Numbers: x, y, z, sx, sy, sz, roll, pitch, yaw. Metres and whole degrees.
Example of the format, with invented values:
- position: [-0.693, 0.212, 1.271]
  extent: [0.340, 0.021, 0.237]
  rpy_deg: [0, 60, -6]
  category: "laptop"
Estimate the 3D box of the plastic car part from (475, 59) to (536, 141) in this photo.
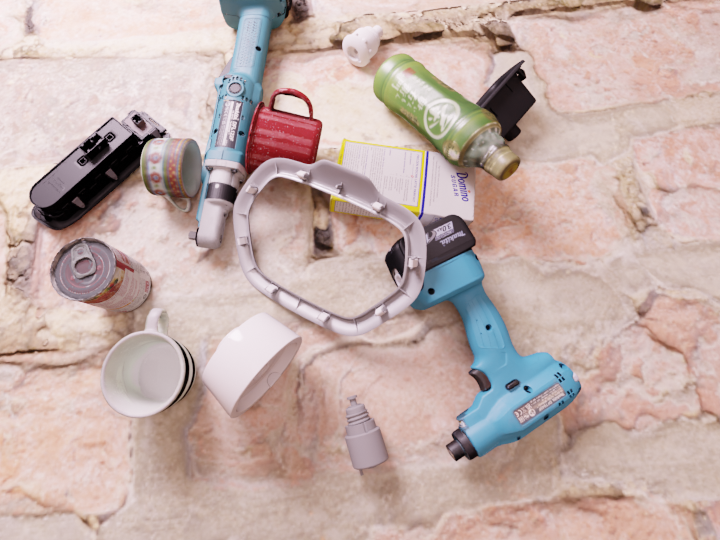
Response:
- position: [0.189, -0.211, 0.573]
  extent: [0.070, 0.067, 0.116]
  rpy_deg: [39, 80, -7]
  category: "plastic car part"

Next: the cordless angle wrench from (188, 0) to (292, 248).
- position: [-0.167, -0.234, 0.576]
  extent: [0.098, 0.073, 0.428]
  rpy_deg: [6, 76, 0]
  category: "cordless angle wrench"

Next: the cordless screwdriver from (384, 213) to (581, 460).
- position: [0.110, 0.072, 0.480]
  extent: [0.158, 0.073, 0.253]
  rpy_deg: [-30, 80, -8]
  category: "cordless screwdriver"

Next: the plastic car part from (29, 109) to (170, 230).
- position: [-0.348, -0.136, 0.553]
  extent: [0.067, 0.067, 0.202]
  rpy_deg: [40, 80, 1]
  category: "plastic car part"

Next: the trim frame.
- position: [-0.048, -0.031, 0.486]
  extent: [0.258, 0.027, 0.183]
  rpy_deg: [27, 105, 19]
  category: "trim frame"
